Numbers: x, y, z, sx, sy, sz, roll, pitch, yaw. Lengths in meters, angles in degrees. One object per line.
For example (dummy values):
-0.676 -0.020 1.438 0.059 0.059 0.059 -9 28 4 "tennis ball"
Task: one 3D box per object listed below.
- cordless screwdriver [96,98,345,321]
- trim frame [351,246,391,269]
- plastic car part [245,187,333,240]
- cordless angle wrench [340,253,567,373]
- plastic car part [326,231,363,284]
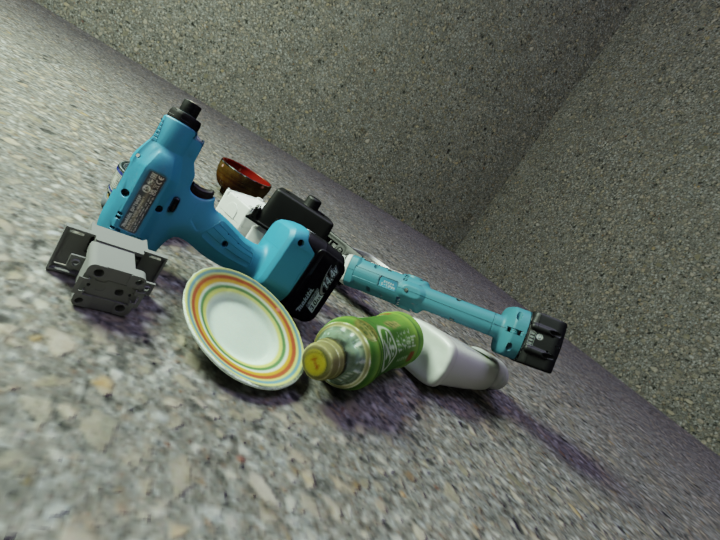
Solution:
-0.127 -0.053 0.454 0.237 0.159 0.078 28 1 -30 "cordless screwdriver"
0.011 -0.012 0.959 0.194 0.027 0.236 42 17 32 "trim frame"
-0.085 -0.072 0.574 0.116 0.071 0.066 30 13 -2 "plastic car part"
0.079 0.036 0.663 0.438 0.074 0.094 21 -5 18 "cordless angle wrench"
-0.078 -0.051 0.802 0.212 0.066 0.064 39 3 25 "plastic car part"
